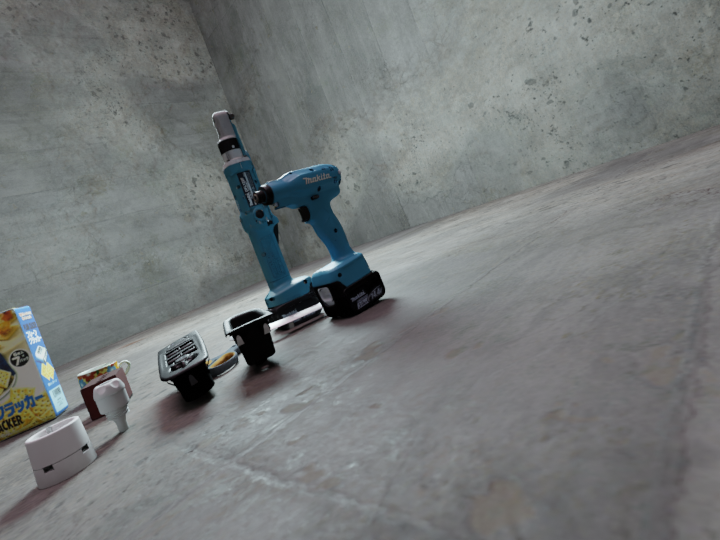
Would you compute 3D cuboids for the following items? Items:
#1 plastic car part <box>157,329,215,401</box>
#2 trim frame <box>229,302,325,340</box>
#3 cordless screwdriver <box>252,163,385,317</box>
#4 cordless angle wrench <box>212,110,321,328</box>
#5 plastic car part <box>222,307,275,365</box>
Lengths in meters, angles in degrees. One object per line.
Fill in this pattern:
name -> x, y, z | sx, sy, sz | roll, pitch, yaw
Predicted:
plastic car part -> -0.236, 0.131, 0.573 | 0.065, 0.067, 0.209 | -22, 5, -24
trim frame -> -0.132, 0.087, 0.806 | 0.241, 0.027, 0.190 | -25, 7, -31
cordless screwdriver -> -0.067, -0.044, 0.684 | 0.154, 0.248, 0.077 | -23, 1, -36
cordless angle wrench -> -0.194, -0.100, 0.797 | 0.095, 0.422, 0.076 | -21, 1, -25
plastic car part -> -0.147, 0.094, 0.577 | 0.065, 0.071, 0.119 | -22, 4, -20
